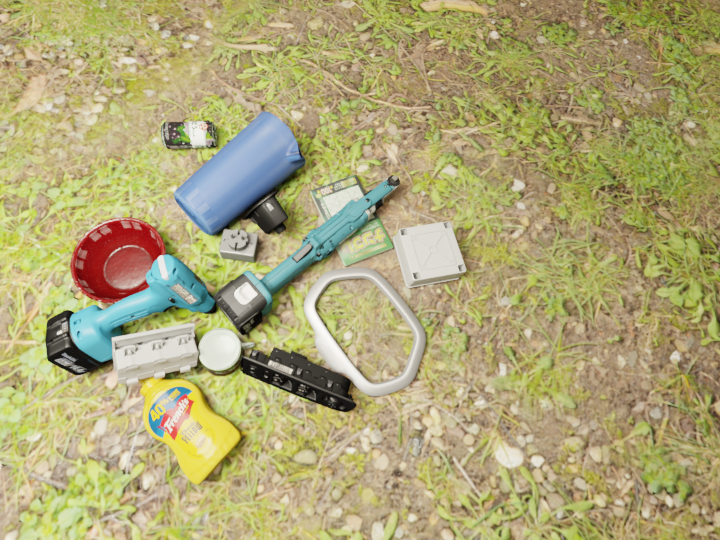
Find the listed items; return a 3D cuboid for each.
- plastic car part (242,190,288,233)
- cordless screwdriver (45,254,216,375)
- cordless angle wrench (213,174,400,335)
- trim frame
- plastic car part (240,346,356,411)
[{"bbox_3d":[-0.171,-0.101,0.800,0.065,0.120,0.069,-41,104,-19],"label":"plastic car part"},{"bbox_3d":[-0.372,0.081,0.706,0.248,0.151,0.078,-30,55,-2],"label":"cordless screwdriver"},{"bbox_3d":[-0.077,-0.050,0.788,0.418,0.097,0.076,-41,80,-19],"label":"cordless angle wrench"},{"bbox_3d":[0.006,0.104,0.772,0.182,0.027,0.254,-35,77,-17],"label":"trim frame"},{"bbox_3d":[-0.101,0.181,0.718,0.205,0.065,0.067,24,43,6],"label":"plastic car part"}]
